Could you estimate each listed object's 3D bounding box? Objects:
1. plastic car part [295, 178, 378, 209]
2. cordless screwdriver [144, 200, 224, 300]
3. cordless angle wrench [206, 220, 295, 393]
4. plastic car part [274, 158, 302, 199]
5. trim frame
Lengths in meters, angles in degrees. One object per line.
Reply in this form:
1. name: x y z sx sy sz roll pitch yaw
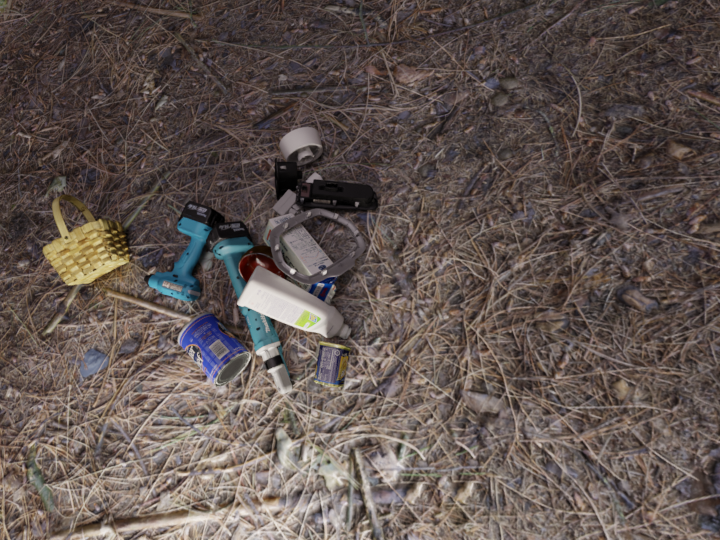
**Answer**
1. plastic car part: -0.054 -0.190 1.029 0.202 0.066 0.068 7 62 -2
2. cordless screwdriver: -0.463 -0.055 1.105 0.164 0.071 0.250 12 79 18
3. cordless angle wrench: -0.253 0.082 0.995 0.075 0.094 0.435 -44 65 44
4. plastic car part: -0.184 -0.238 1.079 0.069 0.116 0.068 -5 71 -15
5. trim frame: -0.094 -0.062 0.963 0.190 0.027 0.242 46 49 15
